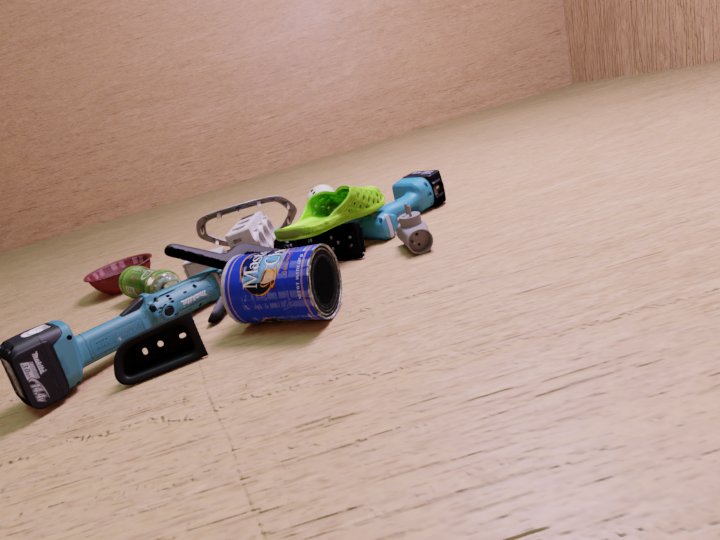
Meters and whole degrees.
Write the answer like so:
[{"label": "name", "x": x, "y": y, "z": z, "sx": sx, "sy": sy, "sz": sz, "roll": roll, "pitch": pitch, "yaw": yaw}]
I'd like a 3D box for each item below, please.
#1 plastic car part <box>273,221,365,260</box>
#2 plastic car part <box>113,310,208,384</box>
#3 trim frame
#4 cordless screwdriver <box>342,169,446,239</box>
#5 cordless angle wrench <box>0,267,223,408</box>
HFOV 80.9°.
[{"label": "plastic car part", "x": -0.080, "y": -0.053, "z": 0.821, "sx": 0.210, "sy": 0.065, "sz": 0.065, "roll": -6, "pitch": 11, "yaw": 26}, {"label": "plastic car part", "x": -0.275, "y": 0.105, "z": 0.585, "sx": 0.115, "sy": 0.066, "sz": 0.072, "roll": -23, "pitch": 5, "yaw": -9}, {"label": "trim frame", "x": -0.274, "y": -0.114, "z": 1.024, "sx": 0.249, "sy": 0.028, "sz": 0.177, "roll": -14, "pitch": -26, "yaw": 1}, {"label": "cordless screwdriver", "x": 0.063, "y": -0.140, "z": 0.923, "sx": 0.167, "sy": 0.072, "sz": 0.244, "roll": 6, "pitch": 34, "yaw": 46}, {"label": "cordless angle wrench", "x": -0.330, "y": 0.063, "z": 0.694, "sx": 0.078, "sy": 0.096, "sz": 0.412, "roll": -1, "pitch": 21, "yaw": 38}]
